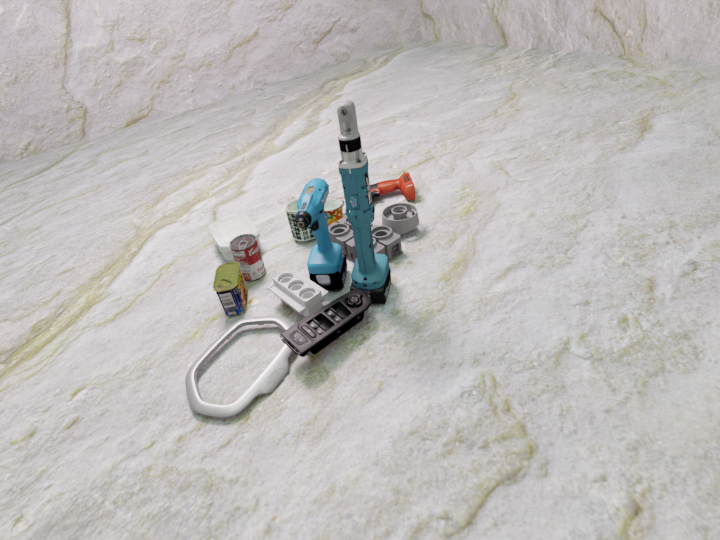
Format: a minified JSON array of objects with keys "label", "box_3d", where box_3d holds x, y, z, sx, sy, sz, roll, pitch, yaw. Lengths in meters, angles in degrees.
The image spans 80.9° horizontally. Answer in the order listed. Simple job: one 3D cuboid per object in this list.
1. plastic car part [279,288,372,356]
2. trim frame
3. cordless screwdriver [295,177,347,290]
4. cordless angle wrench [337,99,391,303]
[{"label":"plastic car part","box_3d":[-0.056,0.108,0.832,0.199,0.064,0.070,-35,42,-28]},{"label":"trim frame","box_3d":[-0.228,0.177,0.823,0.193,0.026,0.246,13,43,30]},{"label":"cordless screwdriver","box_3d":[-0.090,-0.059,0.916,0.076,0.239,0.162,-1,36,12]},{"label":"cordless angle wrench","box_3d":[0.000,-0.117,0.825,0.077,0.407,0.099,3,36,17]}]
